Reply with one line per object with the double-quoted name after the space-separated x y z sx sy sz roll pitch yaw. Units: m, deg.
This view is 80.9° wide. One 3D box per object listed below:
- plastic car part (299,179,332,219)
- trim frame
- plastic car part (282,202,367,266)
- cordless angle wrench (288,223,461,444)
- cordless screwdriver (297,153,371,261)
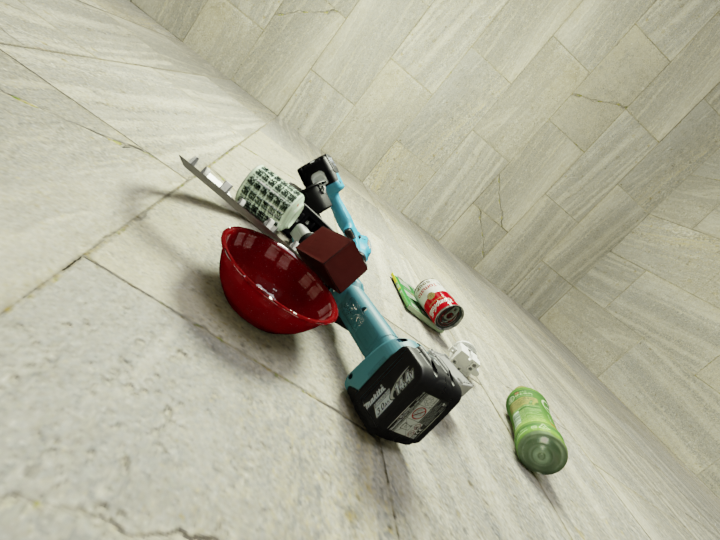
-0.108 -0.124 0.845 0.071 0.118 0.065 64 15 -4 "plastic car part"
-0.163 -0.088 0.611 0.194 0.027 0.236 36 -3 30 "trim frame"
-0.077 -0.051 0.790 0.209 0.066 0.065 42 -11 14 "plastic car part"
-0.027 0.033 0.590 0.070 0.098 0.445 33 12 -37 "cordless angle wrench"
-0.048 -0.126 0.916 0.244 0.075 0.160 62 10 -11 "cordless screwdriver"
